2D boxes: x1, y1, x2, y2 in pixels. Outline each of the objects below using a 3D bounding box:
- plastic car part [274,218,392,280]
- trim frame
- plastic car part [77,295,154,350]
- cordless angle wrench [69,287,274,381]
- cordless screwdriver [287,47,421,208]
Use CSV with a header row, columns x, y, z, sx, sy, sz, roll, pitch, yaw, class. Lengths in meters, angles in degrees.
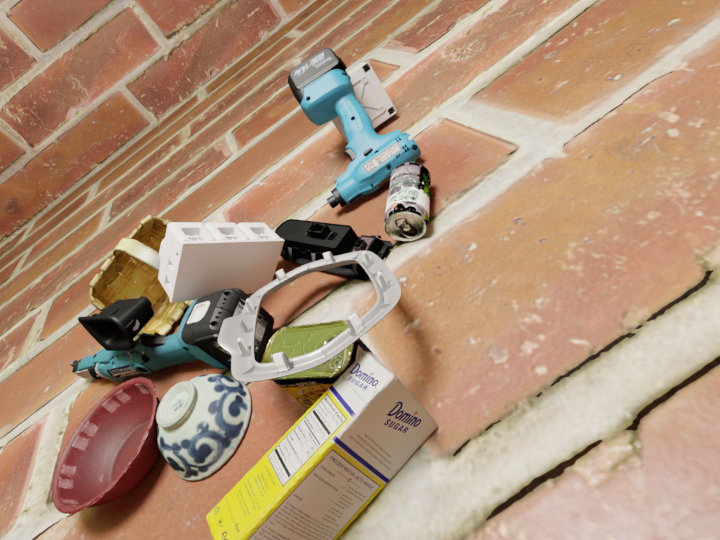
x,y,z,sx,sy,sz,roll,pitch,yaw,class
-0.059,-0.038,0.601,0.214,0.063,0.066,10,64,48,plastic car part
-0.057,0.031,0.435,0.184,0.027,0.256,-25,22,0,trim frame
-0.328,0.067,0.591,0.121,0.063,0.071,-12,31,37,plastic car part
-0.311,0.122,0.627,0.437,0.093,0.076,-17,41,32,cordless angle wrench
-0.038,-0.228,0.685,0.160,0.071,0.257,-36,70,5,cordless screwdriver
